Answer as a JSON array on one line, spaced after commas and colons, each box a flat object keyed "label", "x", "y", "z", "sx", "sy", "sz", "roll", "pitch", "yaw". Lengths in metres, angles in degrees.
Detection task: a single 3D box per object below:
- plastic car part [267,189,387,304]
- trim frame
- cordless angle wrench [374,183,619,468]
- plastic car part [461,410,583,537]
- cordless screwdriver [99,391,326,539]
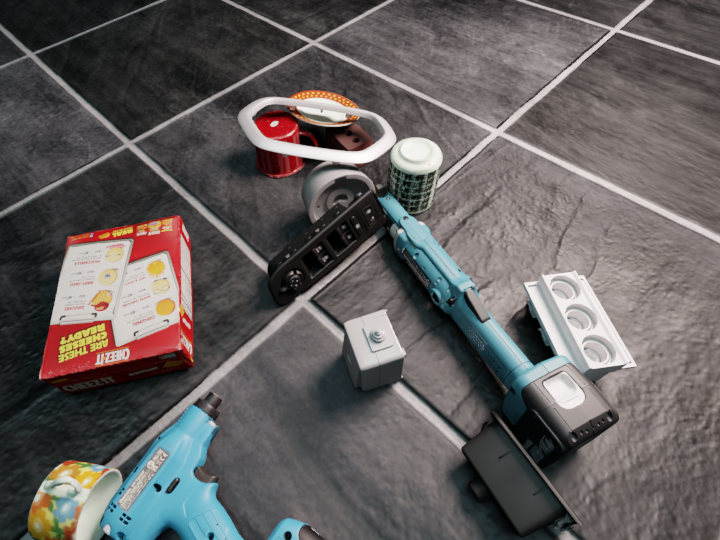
[{"label": "plastic car part", "x": -0.059, "y": -0.039, "z": 0.604, "sx": 0.202, "sy": 0.063, "sz": 0.071, "roll": -45, "pitch": 51, "yaw": -11}, {"label": "trim frame", "x": -0.068, "y": -0.223, "z": 0.660, "sx": 0.249, "sy": 0.027, "sz": 0.189, "roll": 6, "pitch": 46, "yaw": -1}, {"label": "cordless angle wrench", "x": 0.122, "y": 0.026, "z": 0.555, "sx": 0.073, "sy": 0.094, "sz": 0.445, "roll": -22, "pitch": 52, "yaw": -15}, {"label": "plastic car part", "x": 0.150, "y": 0.217, "z": 0.433, "sx": 0.071, "sy": 0.063, "sz": 0.123, "roll": -35, "pitch": 57, "yaw": -5}, {"label": "cordless screwdriver", "x": -0.119, "y": 0.242, "z": 0.420, "sx": 0.259, "sy": 0.071, "sz": 0.159, "roll": 22, "pitch": 58, "yaw": 22}]
